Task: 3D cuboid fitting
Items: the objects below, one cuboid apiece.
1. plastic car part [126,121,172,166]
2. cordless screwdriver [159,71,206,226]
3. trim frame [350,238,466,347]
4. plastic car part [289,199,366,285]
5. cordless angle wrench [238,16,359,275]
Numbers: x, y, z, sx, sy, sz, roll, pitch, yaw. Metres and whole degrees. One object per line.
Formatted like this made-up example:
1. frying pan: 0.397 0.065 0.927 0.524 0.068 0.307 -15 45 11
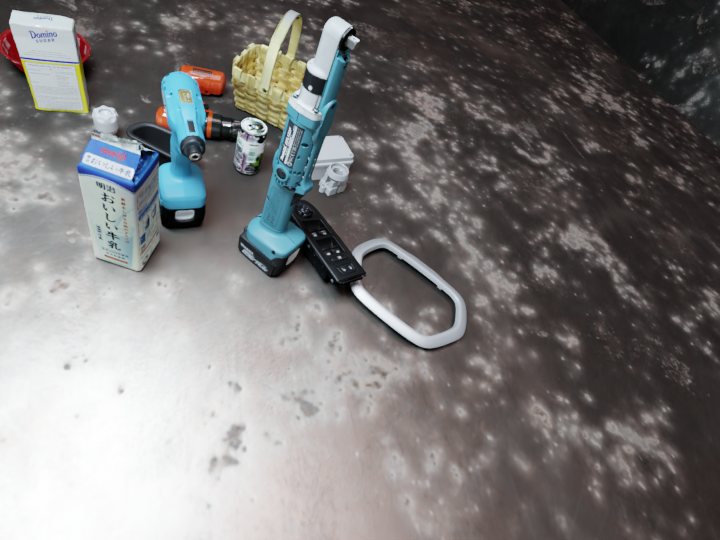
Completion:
1. plastic car part: -0.373 -0.223 0.790 0.116 0.070 0.067 23 50 -3
2. cordless screwdriver: -0.274 -0.157 0.658 0.072 0.247 0.166 -6 58 -28
3. trim frame: 0.087 0.037 0.780 0.253 0.027 0.182 36 50 9
4. plastic car part: -0.075 -0.049 0.763 0.064 0.066 0.211 -18 62 -32
5. cordless angle wrench: -0.094 -0.145 0.599 0.100 0.421 0.073 41 50 8
